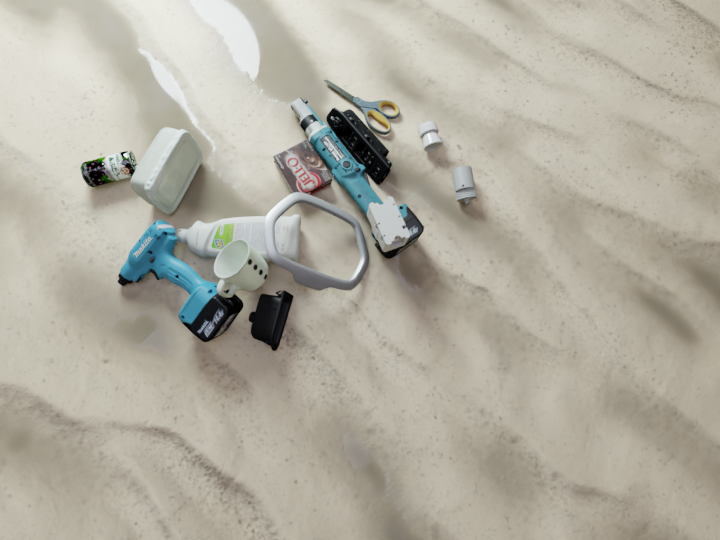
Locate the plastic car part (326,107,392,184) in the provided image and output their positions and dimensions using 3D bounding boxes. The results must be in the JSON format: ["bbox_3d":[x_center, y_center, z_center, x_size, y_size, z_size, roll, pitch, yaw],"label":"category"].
[{"bbox_3d":[0.004,-0.294,0.952,0.066,0.066,0.207,-38,80,-22],"label":"plastic car part"}]

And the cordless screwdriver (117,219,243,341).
[{"bbox_3d":[-0.363,0.038,0.834,0.253,0.073,0.160,44,101,8],"label":"cordless screwdriver"}]

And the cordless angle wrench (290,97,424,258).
[{"bbox_3d":[-0.029,-0.220,0.929,0.097,0.073,0.433,-34,77,-11],"label":"cordless angle wrench"}]

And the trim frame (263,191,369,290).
[{"bbox_3d":[-0.084,-0.055,0.855,0.237,0.028,0.187,22,66,-28],"label":"trim frame"}]

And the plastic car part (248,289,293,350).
[{"bbox_3d":[-0.186,0.093,0.844,0.073,0.064,0.117,15,78,14],"label":"plastic car part"}]
